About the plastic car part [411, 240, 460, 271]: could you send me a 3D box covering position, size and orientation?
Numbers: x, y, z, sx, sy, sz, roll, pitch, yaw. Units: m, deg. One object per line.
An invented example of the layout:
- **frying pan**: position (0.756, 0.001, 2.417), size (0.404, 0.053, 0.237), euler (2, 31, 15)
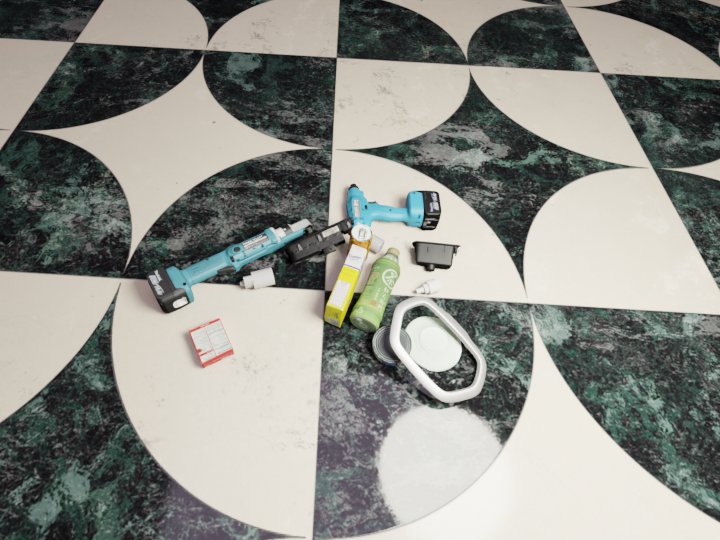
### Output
- **plastic car part**: position (0.187, -0.032, 1.073), size (0.117, 0.064, 0.072), euler (4, 71, 3)

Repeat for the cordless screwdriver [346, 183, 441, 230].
- **cordless screwdriver**: position (0.085, -0.179, 1.156), size (0.249, 0.072, 0.164), euler (-3, 57, 0)

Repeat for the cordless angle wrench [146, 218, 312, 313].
- **cordless angle wrench**: position (-0.305, -0.035, 1.050), size (0.415, 0.072, 0.102), euler (-29, 63, -22)

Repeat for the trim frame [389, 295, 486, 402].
- **trim frame**: position (0.168, 0.168, 0.922), size (0.254, 0.027, 0.181), euler (45, 59, 10)

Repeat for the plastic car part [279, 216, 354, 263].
- **plastic car part**: position (-0.104, -0.068, 1.068), size (0.203, 0.066, 0.067), euler (-20, 86, 1)
